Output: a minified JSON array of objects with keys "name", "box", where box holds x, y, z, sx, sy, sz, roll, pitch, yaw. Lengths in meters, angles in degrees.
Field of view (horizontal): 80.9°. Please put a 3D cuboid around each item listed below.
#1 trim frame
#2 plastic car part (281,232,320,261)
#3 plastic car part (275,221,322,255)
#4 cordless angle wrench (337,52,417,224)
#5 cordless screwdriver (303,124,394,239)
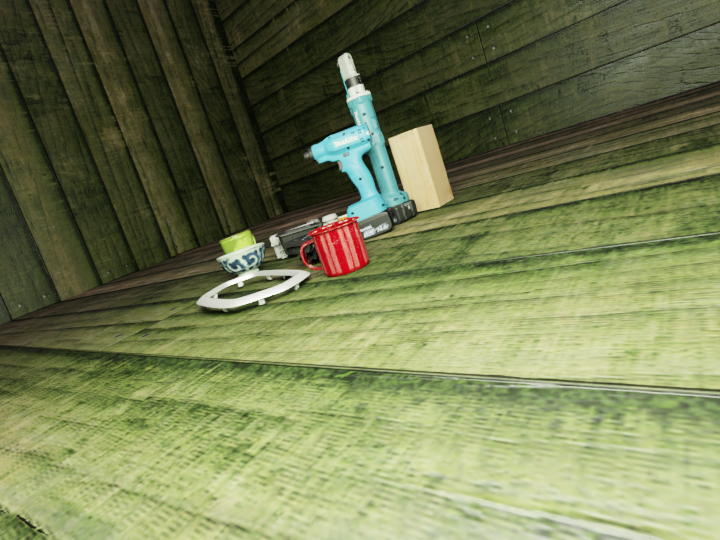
[{"name":"trim frame","box":[-0.199,0.032,0.783,0.179,0.027,0.259,-29,16,-37]},{"name":"plastic car part","box":[-0.089,-0.058,0.914,0.068,0.066,0.200,-15,13,23]},{"name":"plastic car part","box":[-0.149,-0.073,1.053,0.115,0.070,0.068,-22,11,-13]},{"name":"cordless angle wrench","box":[0.027,-0.316,1.029,0.072,0.417,0.102,-25,10,-38]},{"name":"cordless screwdriver","box":[-0.023,-0.192,0.972,0.162,0.245,0.074,-16,8,14]}]
